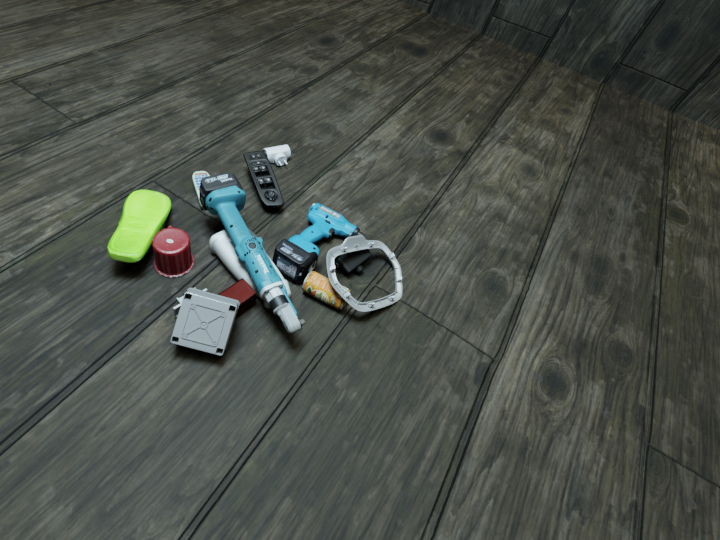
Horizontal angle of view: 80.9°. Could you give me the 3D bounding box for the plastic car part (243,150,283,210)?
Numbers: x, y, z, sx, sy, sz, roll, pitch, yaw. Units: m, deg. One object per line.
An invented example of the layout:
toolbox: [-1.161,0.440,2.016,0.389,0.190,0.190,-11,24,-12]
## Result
plastic car part: [-0.276,-0.247,1.193,0.064,0.067,0.212,-9,57,-30]

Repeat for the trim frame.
trim frame: [0.018,0.002,1.016,0.238,0.028,0.189,-12,71,-41]

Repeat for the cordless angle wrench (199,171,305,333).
cordless angle wrench: [-0.244,-0.043,0.948,0.095,0.074,0.440,-20,63,-29]

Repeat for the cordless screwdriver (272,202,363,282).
cordless screwdriver: [-0.105,-0.069,1.078,0.163,0.073,0.248,26,46,9]

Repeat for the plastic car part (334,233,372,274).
plastic car part: [-0.017,-0.028,1.075,0.072,0.066,0.115,46,57,5]
